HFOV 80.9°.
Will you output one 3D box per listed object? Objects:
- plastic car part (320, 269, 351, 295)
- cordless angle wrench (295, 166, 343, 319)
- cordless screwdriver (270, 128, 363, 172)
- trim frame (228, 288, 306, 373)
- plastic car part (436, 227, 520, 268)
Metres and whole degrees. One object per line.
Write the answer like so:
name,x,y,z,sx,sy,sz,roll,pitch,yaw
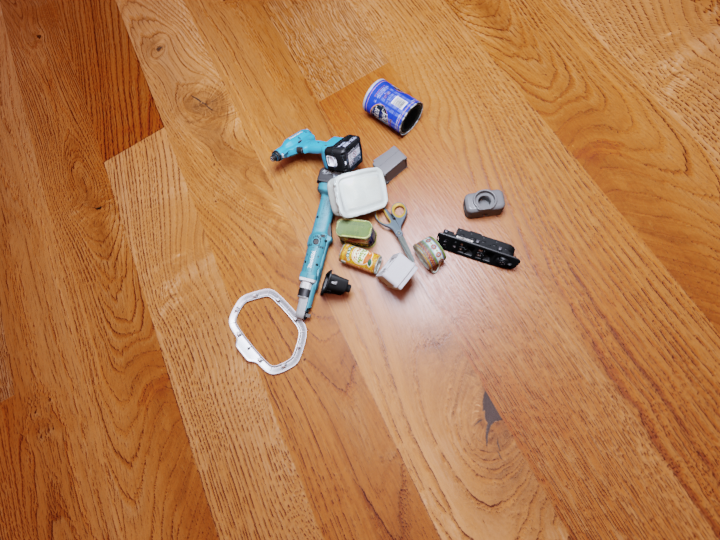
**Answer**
plastic car part,-0.061,0.039,1.107,0.070,0.118,0.066,17,79,-10
cordless angle wrench,-0.114,-0.075,1.169,0.101,0.072,0.425,11,80,15
cordless screwdriver,-0.127,-0.331,1.185,0.263,0.071,0.157,22,51,36
trim frame,-0.257,0.162,1.157,0.184,0.026,0.257,-45,71,-1
plastic car part,0.299,-0.060,1.071,0.211,0.064,0.067,24,56,19
